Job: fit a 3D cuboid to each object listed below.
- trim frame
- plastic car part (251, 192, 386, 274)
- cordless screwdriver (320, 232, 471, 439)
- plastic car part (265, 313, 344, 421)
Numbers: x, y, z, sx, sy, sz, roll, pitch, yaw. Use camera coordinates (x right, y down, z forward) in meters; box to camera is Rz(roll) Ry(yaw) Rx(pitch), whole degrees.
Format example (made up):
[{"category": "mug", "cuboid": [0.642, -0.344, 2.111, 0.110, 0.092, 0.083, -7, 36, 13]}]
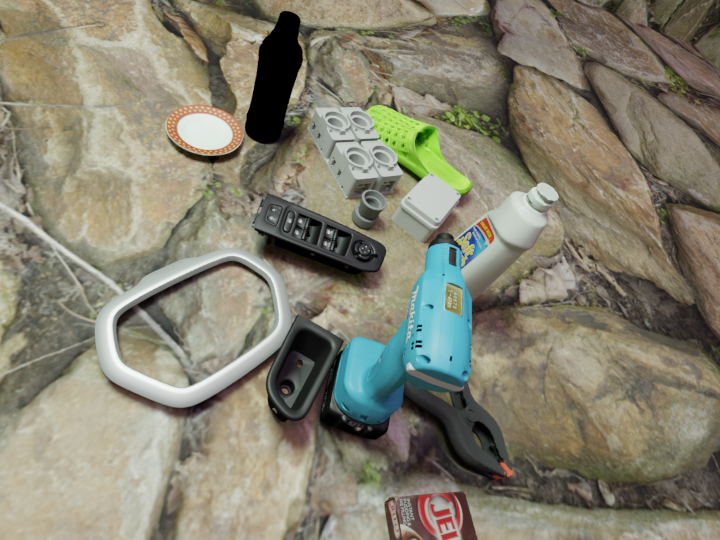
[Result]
[{"category": "trim frame", "cuboid": [-0.198, 0.058, 0.531, 0.190, 0.027, 0.243, 45, 52, 15]}, {"category": "plastic car part", "cuboid": [-0.062, -0.040, 0.631, 0.200, 0.066, 0.067, 19, 51, -7]}, {"category": "cordless screwdriver", "cuboid": [0.037, 0.080, 0.459, 0.073, 0.248, 0.162, 22, 51, -10]}, {"category": "plastic car part", "cuboid": [-0.077, 0.124, 0.498, 0.066, 0.071, 0.117, 29, 50, -2]}]
